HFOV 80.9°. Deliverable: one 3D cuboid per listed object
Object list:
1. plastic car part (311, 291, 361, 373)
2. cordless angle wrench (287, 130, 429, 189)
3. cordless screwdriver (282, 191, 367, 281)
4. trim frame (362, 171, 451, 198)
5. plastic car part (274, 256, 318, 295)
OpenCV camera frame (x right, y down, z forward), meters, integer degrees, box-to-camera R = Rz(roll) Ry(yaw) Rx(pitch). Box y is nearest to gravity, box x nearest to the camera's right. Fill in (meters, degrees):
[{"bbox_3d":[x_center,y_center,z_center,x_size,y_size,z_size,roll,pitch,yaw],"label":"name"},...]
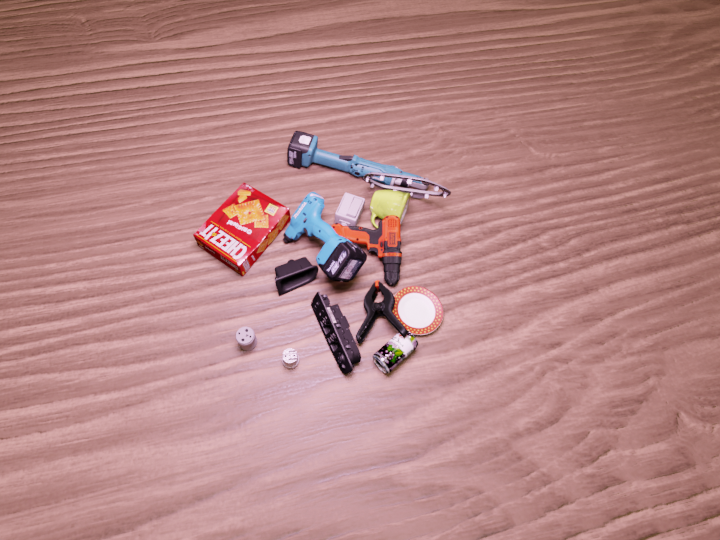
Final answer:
[{"bbox_3d":[-0.055,0.149,1.015,0.064,0.066,0.211,-3,57,-34],"label":"plastic car part"},{"bbox_3d":[-0.005,-0.307,1.247,0.426,0.096,0.075,17,63,3],"label":"cordless angle wrench"},{"bbox_3d":[-0.105,-0.068,1.069,0.160,0.070,0.262,-51,54,20],"label":"cordless screwdriver"},{"bbox_3d":[0.120,-0.228,1.148,0.259,0.176,0.027,12,90,25],"label":"trim frame"},{"bbox_3d":[-0.174,0.003,1.092,0.114,0.064,0.075,-25,52,-18],"label":"plastic car part"}]
